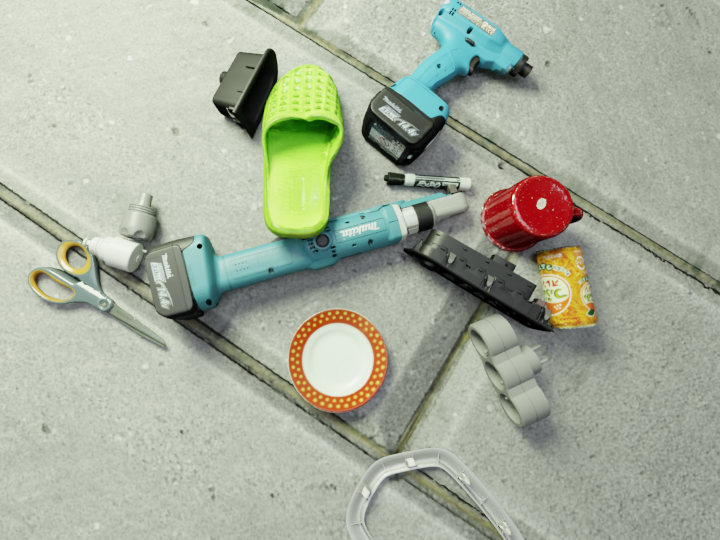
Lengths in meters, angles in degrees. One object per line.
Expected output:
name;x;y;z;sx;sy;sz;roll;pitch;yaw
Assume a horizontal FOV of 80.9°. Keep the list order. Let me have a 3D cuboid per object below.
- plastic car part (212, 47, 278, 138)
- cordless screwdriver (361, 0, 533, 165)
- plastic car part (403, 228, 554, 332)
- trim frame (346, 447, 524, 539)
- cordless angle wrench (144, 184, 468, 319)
plastic car part;-0.168;-0.258;0.596;0.073;0.064;0.117;15;77;12
cordless screwdriver;0.124;-0.255;0.596;0.160;0.074;0.248;36;77;3
plastic car part;0.155;0.006;0.549;0.205;0.066;0.067;27;94;4
trim frame;0.096;0.340;0.517;0.183;0.027;0.250;-39;86;-6
cordless angle wrench;-0.054;-0.036;0.556;0.419;0.074;0.099;-16;83;-7
